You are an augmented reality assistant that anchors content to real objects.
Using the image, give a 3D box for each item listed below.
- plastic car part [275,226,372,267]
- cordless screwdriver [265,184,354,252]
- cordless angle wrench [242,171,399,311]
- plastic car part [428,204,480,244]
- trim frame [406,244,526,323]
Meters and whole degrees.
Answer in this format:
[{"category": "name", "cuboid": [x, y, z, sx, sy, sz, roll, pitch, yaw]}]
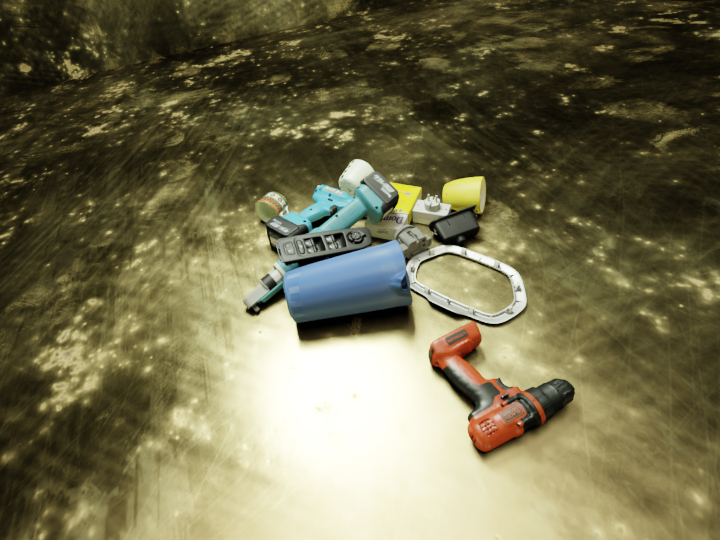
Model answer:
[{"category": "plastic car part", "cuboid": [-0.071, -0.043, 0.884, 0.200, 0.065, 0.069, -14, 45, -10]}, {"category": "cordless screwdriver", "cuboid": [-0.107, -0.126, 1.058, 0.167, 0.072, 0.245, 23, 49, 29]}, {"category": "cordless angle wrench", "cuboid": [-0.093, -0.061, 0.950, 0.420, 0.073, 0.100, -41, 79, -13]}, {"category": "plastic car part", "cuboid": [0.225, -0.094, 0.977, 0.115, 0.064, 0.074, -22, 59, -8]}, {"category": "trim frame", "cuboid": [0.215, 0.020, 0.879, 0.261, 0.026, 0.182, 27, 56, 30]}]
